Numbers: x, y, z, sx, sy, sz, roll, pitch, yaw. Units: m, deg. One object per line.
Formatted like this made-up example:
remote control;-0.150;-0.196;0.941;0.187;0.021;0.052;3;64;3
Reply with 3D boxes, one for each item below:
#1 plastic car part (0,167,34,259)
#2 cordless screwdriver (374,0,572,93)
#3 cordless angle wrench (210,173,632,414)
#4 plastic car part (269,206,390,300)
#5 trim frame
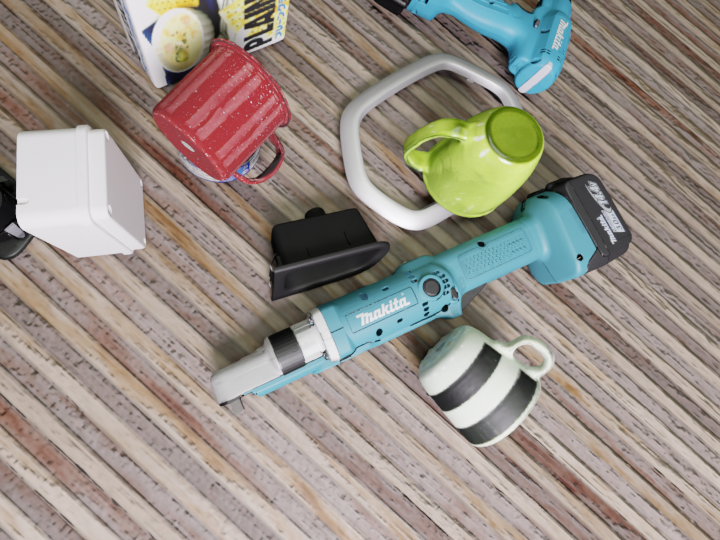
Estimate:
plastic car part;-0.363;-0.092;0.361;0.202;0.067;0.066;40;65;-2
cordless screwdriver;0.148;-0.337;0.515;0.245;0.075;0.160;28;68;-7
cordless angle wrench;0.060;0.021;0.408;0.417;0.074;0.099;-23;83;-13
plastic car part;-0.040;-0.026;0.408;0.114;0.065;0.073;-19;68;-19
trim frame;0.088;-0.149;0.478;0.245;0.027;0.186;-37;84;-19
